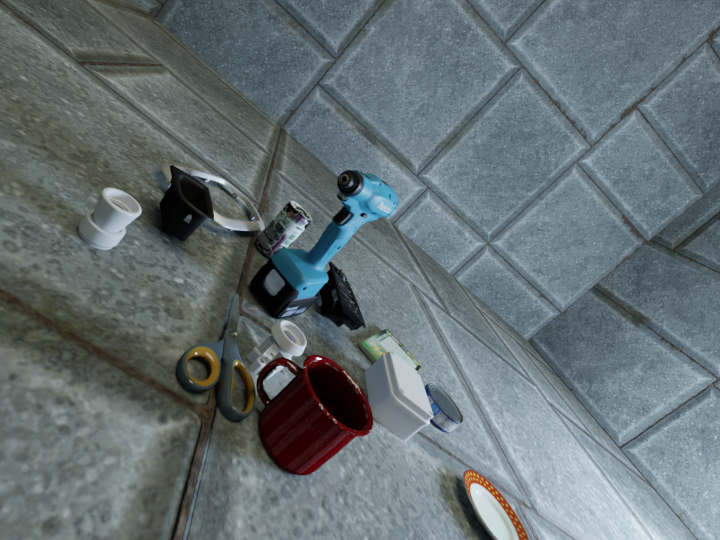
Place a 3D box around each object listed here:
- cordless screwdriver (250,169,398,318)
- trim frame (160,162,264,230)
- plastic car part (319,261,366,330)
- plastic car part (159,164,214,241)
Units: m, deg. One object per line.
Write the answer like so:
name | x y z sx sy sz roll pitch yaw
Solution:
cordless screwdriver | -0.059 -0.039 0.603 0.077 0.250 0.153 49 15 17
trim frame | -0.266 -0.135 0.781 0.188 0.028 0.243 45 14 8
plastic car part | -0.042 0.049 0.771 0.064 0.067 0.209 38 15 -21
plastic car part | -0.249 -0.084 0.587 0.062 0.071 0.122 32 18 -38
